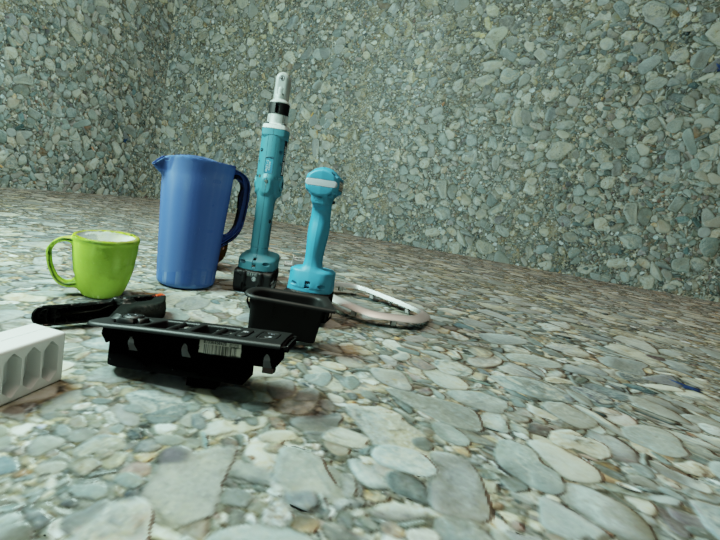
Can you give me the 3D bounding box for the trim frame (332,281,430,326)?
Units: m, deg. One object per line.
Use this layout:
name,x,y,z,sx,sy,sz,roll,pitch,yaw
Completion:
trim frame,0.016,0.062,0.826,0.175,0.027,0.263,0,13,-45

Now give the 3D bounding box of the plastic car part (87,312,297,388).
plastic car part,-0.170,0.078,0.424,0.205,0.066,0.066,10,8,6

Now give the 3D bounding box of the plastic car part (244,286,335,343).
plastic car part,-0.100,0.065,0.563,0.114,0.070,0.067,7,8,-10

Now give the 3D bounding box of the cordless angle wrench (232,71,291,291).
cordless angle wrench,-0.178,-0.168,0.823,0.075,0.420,0.098,9,6,0

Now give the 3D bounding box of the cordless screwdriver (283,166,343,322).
cordless screwdriver,-0.070,-0.046,0.717,0.075,0.247,0.158,10,7,3
